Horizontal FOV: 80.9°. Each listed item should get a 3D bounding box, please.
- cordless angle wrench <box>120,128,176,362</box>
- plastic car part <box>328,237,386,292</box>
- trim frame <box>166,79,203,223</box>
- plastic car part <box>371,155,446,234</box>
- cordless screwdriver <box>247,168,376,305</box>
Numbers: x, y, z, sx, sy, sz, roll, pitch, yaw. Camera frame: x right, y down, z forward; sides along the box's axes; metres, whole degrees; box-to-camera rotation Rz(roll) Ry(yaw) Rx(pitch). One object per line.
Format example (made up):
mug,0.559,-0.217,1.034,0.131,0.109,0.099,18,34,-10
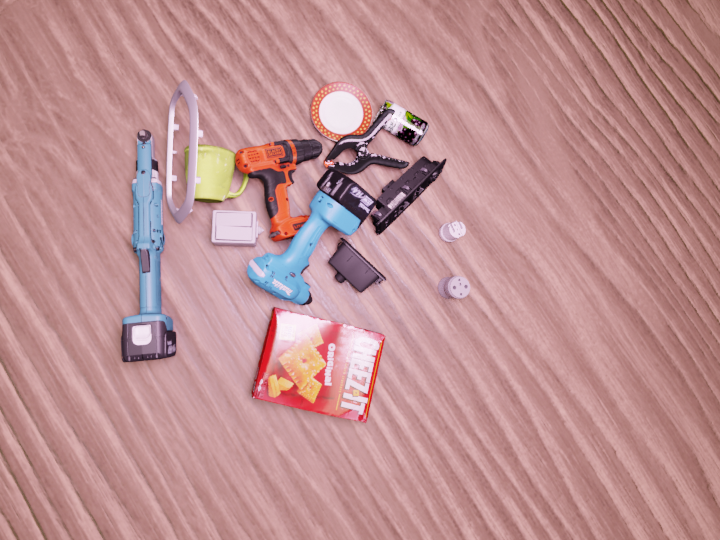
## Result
cordless angle wrench,-0.387,-0.055,0.771,0.073,0.098,0.428,-4,79,-11
plastic car part,-0.015,-0.001,0.824,0.117,0.066,0.071,40,94,1
trim frame,-0.315,-0.206,0.746,0.026,0.194,0.245,-4,106,-38
plastic car part,0.091,-0.162,0.858,0.202,0.064,0.070,-41,66,-9
cordless screwdriver,-0.075,-0.049,0.765,0.249,0.150,0.079,-50,48,1
